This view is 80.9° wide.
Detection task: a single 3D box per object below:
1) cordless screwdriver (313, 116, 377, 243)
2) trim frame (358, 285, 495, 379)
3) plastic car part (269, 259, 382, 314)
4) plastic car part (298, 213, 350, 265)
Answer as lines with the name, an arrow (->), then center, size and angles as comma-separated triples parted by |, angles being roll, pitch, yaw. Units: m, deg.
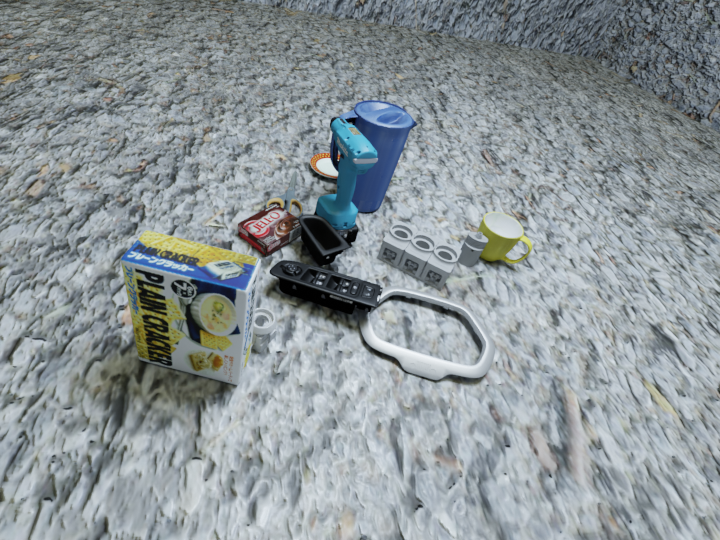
cordless screwdriver -> -0.044, -0.182, 0.878 | 0.072, 0.244, 0.167 | -7, 46, -26
trim frame -> 0.117, 0.108, 0.760 | 0.250, 0.027, 0.187 | 15, 41, 3
plastic car part -> -0.067, 0.032, 0.769 | 0.206, 0.066, 0.067 | 19, 41, 7
plastic car part -> -0.084, -0.055, 0.858 | 0.064, 0.069, 0.123 | -17, 50, -32
